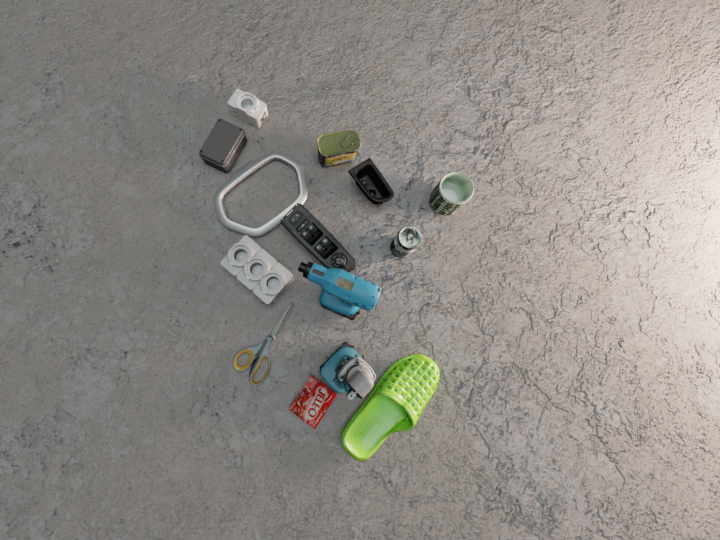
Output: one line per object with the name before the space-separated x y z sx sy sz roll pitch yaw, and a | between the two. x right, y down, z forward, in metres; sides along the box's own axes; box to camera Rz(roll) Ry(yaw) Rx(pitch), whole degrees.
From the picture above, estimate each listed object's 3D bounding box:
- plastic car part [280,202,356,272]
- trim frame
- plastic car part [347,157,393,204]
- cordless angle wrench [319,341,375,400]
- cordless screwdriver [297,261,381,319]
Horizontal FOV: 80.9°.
plastic car part | -0.098 -0.064 1.003 0.206 0.066 0.066 44 79 8
trim frame | -0.245 -0.193 1.051 0.247 0.027 0.187 -40 81 -9
plastic car part | 0.026 -0.204 1.035 0.065 0.070 0.119 -33 81 -9
cordless angle wrench | -0.018 0.186 0.767 0.097 0.420 0.075 -44 87 -11
cordless screwdriver | -0.053 0.040 0.888 0.160 0.247 0.074 24 79 0
